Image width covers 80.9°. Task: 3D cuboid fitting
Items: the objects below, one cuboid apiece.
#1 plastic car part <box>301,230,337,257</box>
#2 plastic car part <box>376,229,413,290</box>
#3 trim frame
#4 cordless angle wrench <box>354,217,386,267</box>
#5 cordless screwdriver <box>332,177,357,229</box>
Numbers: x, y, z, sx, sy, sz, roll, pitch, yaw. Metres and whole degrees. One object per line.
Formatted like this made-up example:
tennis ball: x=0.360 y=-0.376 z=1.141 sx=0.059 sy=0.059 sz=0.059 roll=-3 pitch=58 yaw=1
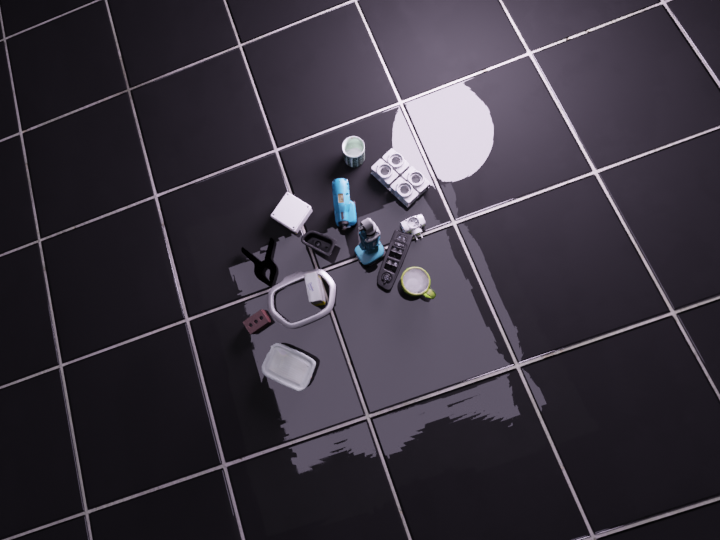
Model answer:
plastic car part: x=-0.144 y=-0.094 z=1.472 sx=0.119 sy=0.069 sz=0.066 roll=25 pitch=83 yaw=11
plastic car part: x=0.111 y=-0.032 z=1.426 sx=0.068 sy=0.065 sz=0.203 roll=21 pitch=82 yaw=9
trim frame: x=-0.203 y=0.093 z=1.461 sx=0.249 sy=0.027 sz=0.188 roll=-25 pitch=76 yaw=2
cordless angle wrench: x=0.027 y=-0.089 z=1.270 sx=0.098 sy=0.414 sz=0.076 roll=-31 pitch=81 yaw=-2
cordless screwdriver: x=-0.053 y=-0.187 z=1.390 sx=0.075 sy=0.244 sz=0.161 roll=-5 pitch=80 yaw=2
